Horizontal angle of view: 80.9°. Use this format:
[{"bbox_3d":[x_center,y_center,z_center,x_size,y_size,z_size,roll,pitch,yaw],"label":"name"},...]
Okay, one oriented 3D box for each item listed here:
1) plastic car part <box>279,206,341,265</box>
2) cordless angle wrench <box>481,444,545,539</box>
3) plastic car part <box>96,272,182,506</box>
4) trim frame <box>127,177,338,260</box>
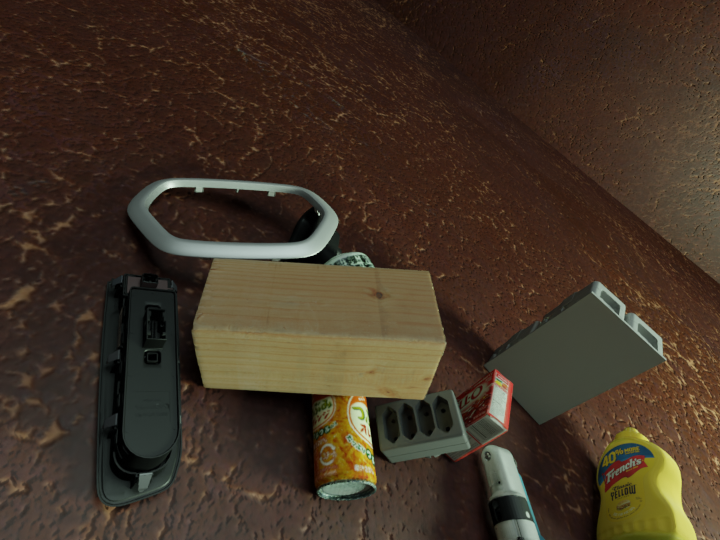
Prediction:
[{"bbox_3d":[-0.057,-0.038,0.588,0.069,0.067,0.118,44,30,-19],"label":"plastic car part"},{"bbox_3d":[0.166,0.349,0.327,0.094,0.074,0.437,22,36,-22],"label":"cordless angle wrench"},{"bbox_3d":[-0.178,0.078,0.356,0.063,0.068,0.212,16,43,-39],"label":"plastic car part"},{"bbox_3d":[-0.147,-0.069,0.512,0.242,0.027,0.193,-2,39,-16],"label":"trim frame"}]
